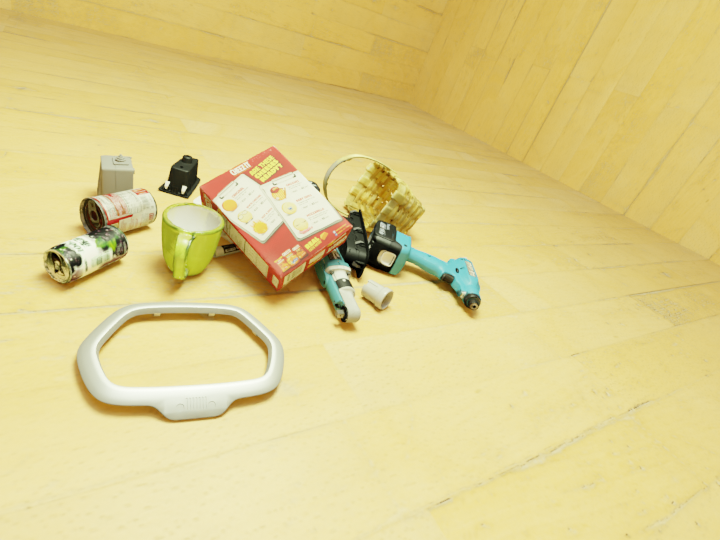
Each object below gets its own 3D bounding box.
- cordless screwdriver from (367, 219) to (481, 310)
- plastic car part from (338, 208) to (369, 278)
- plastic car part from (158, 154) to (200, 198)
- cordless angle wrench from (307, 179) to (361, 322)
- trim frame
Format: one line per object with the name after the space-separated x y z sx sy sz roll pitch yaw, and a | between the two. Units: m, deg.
0.129 -0.007 0.871 0.247 0.074 0.162 21 29 -5 | cordless screwdriver
-0.020 -0.065 0.876 0.064 0.066 0.211 21 28 -23 | plastic car part
-0.387 -0.216 0.927 0.065 0.070 0.120 16 32 -11 | plastic car part
-0.081 -0.053 0.833 0.094 0.073 0.444 3 35 -26 | cordless angle wrench
-0.215 0.102 0.532 0.238 0.027 0.194 4 31 -28 | trim frame
